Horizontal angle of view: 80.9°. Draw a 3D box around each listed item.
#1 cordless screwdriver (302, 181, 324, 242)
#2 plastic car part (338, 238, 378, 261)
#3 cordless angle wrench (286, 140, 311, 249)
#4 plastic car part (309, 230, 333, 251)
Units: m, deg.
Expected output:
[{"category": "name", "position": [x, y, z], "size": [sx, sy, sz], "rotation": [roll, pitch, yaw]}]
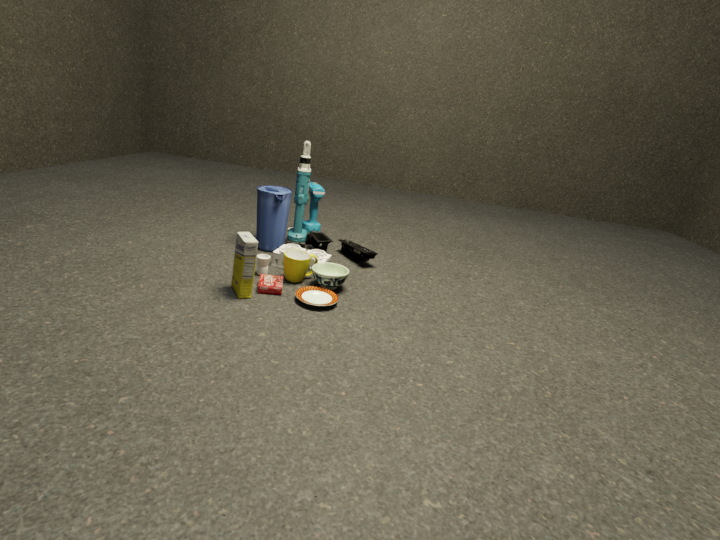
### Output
[{"category": "cordless screwdriver", "position": [-0.205, -0.246, 1.774], "size": [0.072, 0.245, 0.166], "rotation": [2, 20, -21]}, {"category": "plastic car part", "position": [-0.018, -0.075, 1.643], "size": [0.064, 0.066, 0.215], "rotation": [-5, 24, -32]}, {"category": "cordless angle wrench", "position": [-0.226, -0.279, 1.612], "size": [0.074, 0.416, 0.100], "rotation": [8, 19, -5]}, {"category": "plastic car part", "position": [-0.163, -0.107, 1.672], "size": [0.063, 0.070, 0.123], "rotation": [-2, 22, -27]}]
